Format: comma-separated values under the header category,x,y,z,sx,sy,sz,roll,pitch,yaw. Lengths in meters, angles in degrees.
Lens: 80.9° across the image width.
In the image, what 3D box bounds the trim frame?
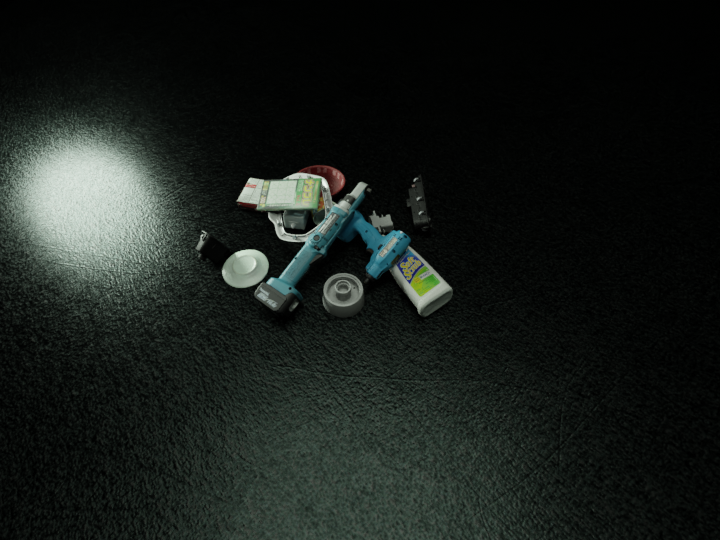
category,x,y,z,sx,sy,sz,roll,pitch,yaw
trim frame,-0.173,-0.186,1.203,0.186,0.026,0.257,-14,59,6

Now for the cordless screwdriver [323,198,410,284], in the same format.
category,x,y,z,sx,sy,sz,roll,pitch,yaw
cordless screwdriver,-0.003,-0.081,1.139,0.159,0.070,0.263,-50,53,-3

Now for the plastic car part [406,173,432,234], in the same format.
category,x,y,z,sx,sy,sz,roll,pitch,yaw
plastic car part,0.172,-0.189,1.239,0.068,0.063,0.210,-11,52,6

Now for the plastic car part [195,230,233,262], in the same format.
category,x,y,z,sx,sy,sz,roll,pitch,yaw
plastic car part,-0.415,-0.058,1.162,0.069,0.111,0.071,27,82,22

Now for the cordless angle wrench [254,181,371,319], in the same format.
category,x,y,z,sx,sy,sz,roll,pitch,yaw
cordless angle wrench,-0.107,-0.070,1.098,0.102,0.071,0.422,30,74,22
